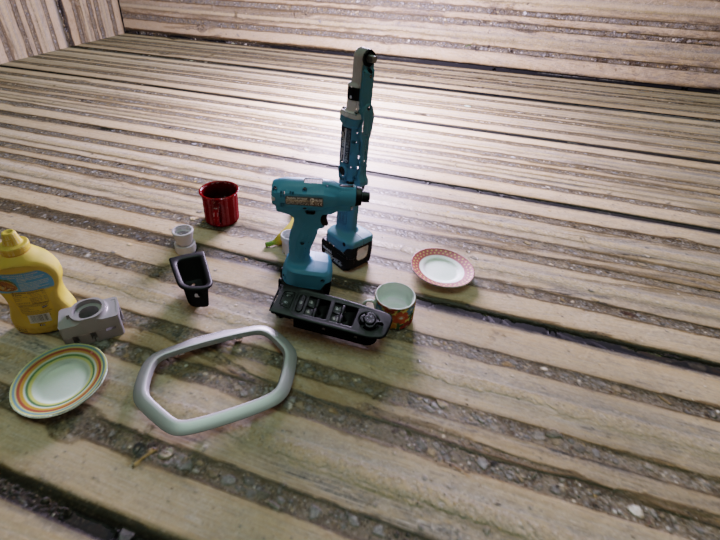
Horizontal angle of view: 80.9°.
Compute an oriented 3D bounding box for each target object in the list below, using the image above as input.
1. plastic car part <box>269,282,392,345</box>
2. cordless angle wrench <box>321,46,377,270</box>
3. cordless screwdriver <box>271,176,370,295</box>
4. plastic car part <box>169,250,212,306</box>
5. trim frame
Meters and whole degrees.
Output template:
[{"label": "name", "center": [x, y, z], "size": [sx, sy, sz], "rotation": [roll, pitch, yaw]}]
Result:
[{"label": "plastic car part", "center": [-0.050, 0.085, 0.721], "size": [0.207, 0.065, 0.067], "rotation": [11, 38, 10]}, {"label": "cordless angle wrench", "center": [-0.014, -0.191, 0.795], "size": [0.072, 0.411, 0.103], "rotation": [-23, 46, -33]}, {"label": "cordless screwdriver", "center": [-0.073, -0.048, 0.746], "size": [0.159, 0.242, 0.076], "rotation": [5, 37, -1]}, {"label": "plastic car part", "center": [-0.307, 0.026, 0.781], "size": [0.064, 0.069, 0.123], "rotation": [-14, 41, -23]}, {"label": "trim frame", "center": [-0.217, 0.157, 0.651], "size": [0.242, 0.027, 0.194], "rotation": [-15, 41, -21]}]
